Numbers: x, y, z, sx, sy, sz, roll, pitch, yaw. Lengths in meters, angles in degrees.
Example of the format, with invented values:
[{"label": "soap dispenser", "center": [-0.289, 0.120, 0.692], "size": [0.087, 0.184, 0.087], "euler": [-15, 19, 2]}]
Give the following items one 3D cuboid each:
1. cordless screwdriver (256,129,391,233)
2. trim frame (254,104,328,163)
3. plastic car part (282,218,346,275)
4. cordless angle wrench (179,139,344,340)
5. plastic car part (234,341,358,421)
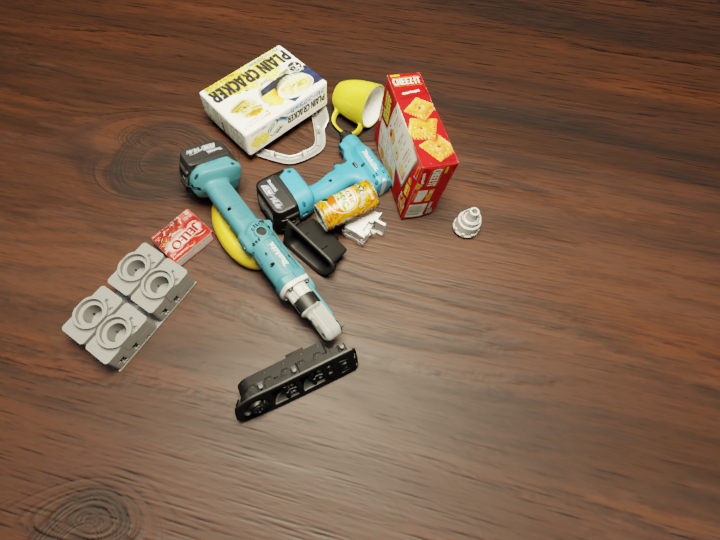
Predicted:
[{"label": "cordless screwdriver", "center": [-0.082, -0.182, 0.818], "size": [0.245, 0.073, 0.165], "euler": [-25, 66, -16]}, {"label": "trim frame", "center": [-0.164, -0.332, 0.918], "size": [0.183, 0.027, 0.257], "euler": [-10, 62, -5]}, {"label": "plastic car part", "center": [-0.074, -0.049, 0.761], "size": [0.120, 0.065, 0.070], "euler": [38, 55, 13]}, {"label": "cordless angle wrench", "center": [-0.173, -0.054, 0.724], "size": [0.095, 0.074, 0.438], "euler": [-27, 67, -32]}, {"label": "plastic car part", "center": [-0.106, 0.161, 0.651], "size": [0.200, 0.064, 0.070], "euler": [-28, 59, -13]}]
